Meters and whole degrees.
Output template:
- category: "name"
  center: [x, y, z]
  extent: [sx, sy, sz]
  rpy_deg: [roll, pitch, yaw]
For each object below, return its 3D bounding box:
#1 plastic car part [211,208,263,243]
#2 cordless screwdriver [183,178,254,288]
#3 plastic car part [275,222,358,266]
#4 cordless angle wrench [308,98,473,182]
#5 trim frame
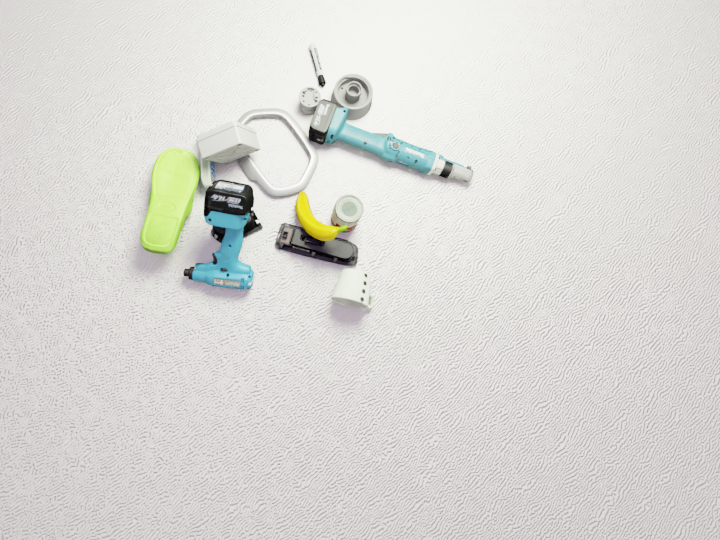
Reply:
- category: "plastic car part"
  center: [-0.297, -0.109, 0.995]
  extent: [0.115, 0.071, 0.067]
  rpy_deg: [-29, 83, -12]
- category: "cordless screwdriver"
  center: [-0.313, -0.073, 0.933]
  extent: [0.159, 0.076, 0.244]
  rpy_deg: [7, 117, -3]
- category: "plastic car part"
  center: [-0.098, -0.064, 1.004]
  extent: [0.202, 0.067, 0.067]
  rpy_deg: [17, 73, -3]
- category: "cordless angle wrench"
  center: [0.080, -0.303, 1.053]
  extent: [0.422, 0.074, 0.098]
  rpy_deg: [20, 80, -1]
- category: "trim frame"
  center: [-0.217, -0.300, 1.058]
  extent: [0.183, 0.027, 0.251]
  rpy_deg: [-35, 85, -10]
